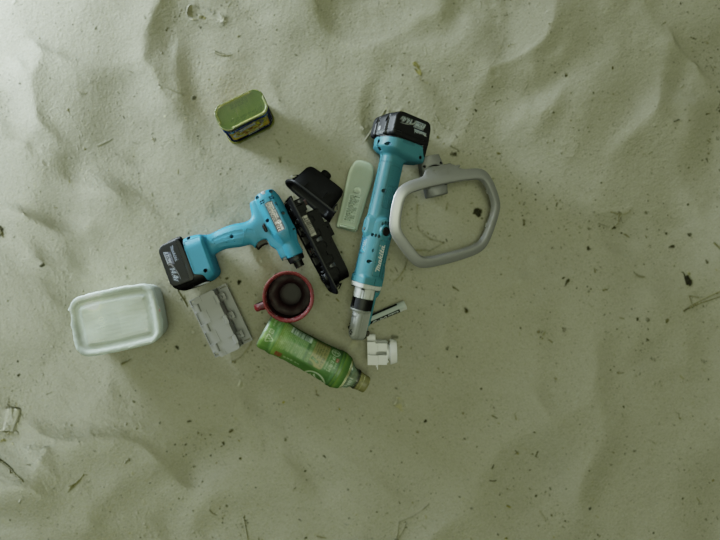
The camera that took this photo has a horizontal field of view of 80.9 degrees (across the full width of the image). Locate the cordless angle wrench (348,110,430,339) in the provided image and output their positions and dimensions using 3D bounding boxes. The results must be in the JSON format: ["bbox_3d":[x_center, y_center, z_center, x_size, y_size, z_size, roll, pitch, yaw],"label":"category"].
[{"bbox_3d":[0.035,-0.077,0.792,0.093,0.078,0.422,12,91,-31],"label":"cordless angle wrench"}]

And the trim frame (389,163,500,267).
[{"bbox_3d":[0.161,-0.104,0.790,0.243,0.028,0.181,-14,103,-17],"label":"trim frame"}]

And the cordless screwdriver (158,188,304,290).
[{"bbox_3d":[-0.238,-0.033,0.801,0.248,0.074,0.160,-27,86,-4],"label":"cordless screwdriver"}]

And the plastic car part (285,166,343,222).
[{"bbox_3d":[-0.080,-0.159,0.815,0.117,0.066,0.070,42,74,2],"label":"plastic car part"}]

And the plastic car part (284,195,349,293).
[{"bbox_3d":[-0.079,-0.052,0.813,0.065,0.068,0.203,-22,89,-26],"label":"plastic car part"}]
